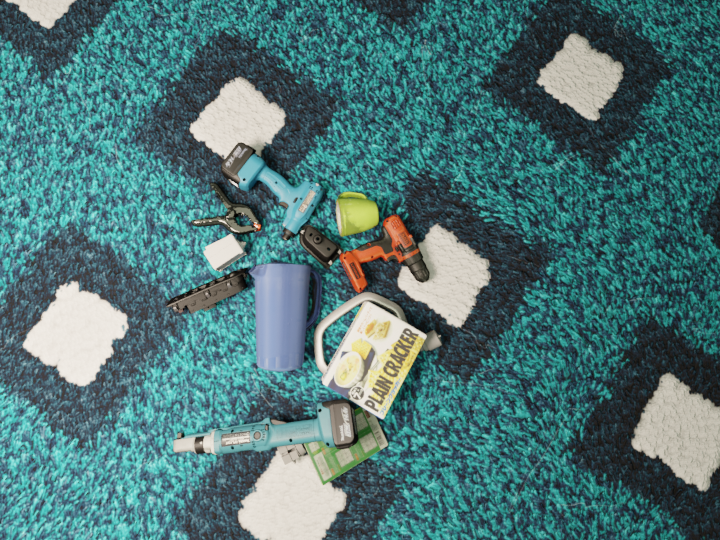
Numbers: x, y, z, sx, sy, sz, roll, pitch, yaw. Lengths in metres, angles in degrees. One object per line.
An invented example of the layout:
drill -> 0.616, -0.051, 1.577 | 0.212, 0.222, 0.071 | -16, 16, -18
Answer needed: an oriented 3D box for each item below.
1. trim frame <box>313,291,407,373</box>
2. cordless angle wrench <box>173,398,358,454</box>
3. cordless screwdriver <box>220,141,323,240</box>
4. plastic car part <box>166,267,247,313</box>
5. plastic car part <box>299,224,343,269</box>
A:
trim frame -> 0.001, 0.166, 1.029 | 0.247, 0.027, 0.186 | -36, 84, -8
cordless angle wrench -> -0.221, 0.368, 0.946 | 0.427, 0.071, 0.101 | -11, 63, 7
cordless screwdriver -> -0.232, -0.196, 1.051 | 0.248, 0.074, 0.159 | 31, 82, -2
plastic car part -> -0.357, 0.054, 1.014 | 0.202, 0.067, 0.066 | -28, 96, -6
plastic car part -> -0.101, -0.066, 1.036 | 0.116, 0.071, 0.066 | 40, 79, -1
